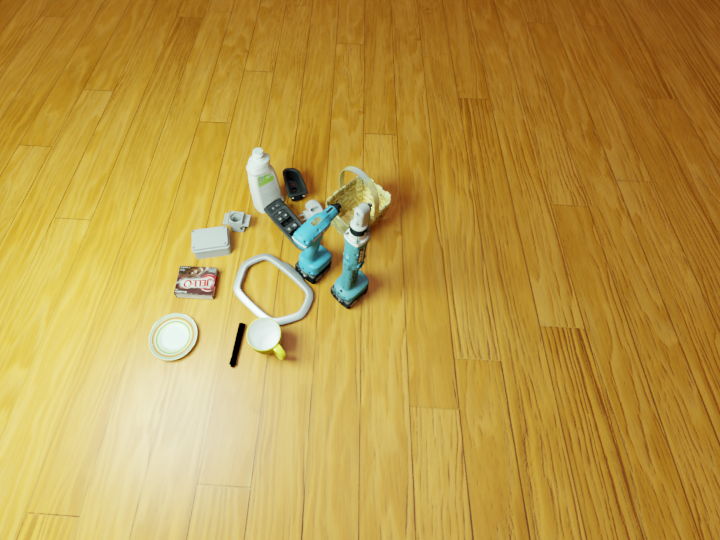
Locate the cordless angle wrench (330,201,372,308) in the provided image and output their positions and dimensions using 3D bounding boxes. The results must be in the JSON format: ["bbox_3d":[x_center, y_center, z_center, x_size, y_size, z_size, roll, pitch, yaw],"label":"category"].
[{"bbox_3d":[-0.015,-0.031,1.054,0.097,0.413,0.077,-39,72,-23],"label":"cordless angle wrench"}]

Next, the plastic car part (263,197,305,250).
[{"bbox_3d":[-0.217,-0.130,1.311,0.065,0.065,0.211,-35,66,-20],"label":"plastic car part"}]

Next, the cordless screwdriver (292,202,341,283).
[{"bbox_3d":[-0.115,-0.075,1.177,0.077,0.243,0.158,37,65,14],"label":"cordless screwdriver"}]

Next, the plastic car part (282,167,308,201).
[{"bbox_3d":[-0.218,-0.275,1.395,0.065,0.069,0.121,-14,61,-11],"label":"plastic car part"}]

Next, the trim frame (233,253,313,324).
[{"bbox_3d":[-0.253,0.052,1.226,0.258,0.027,0.182,37,66,19],"label":"trim frame"}]
